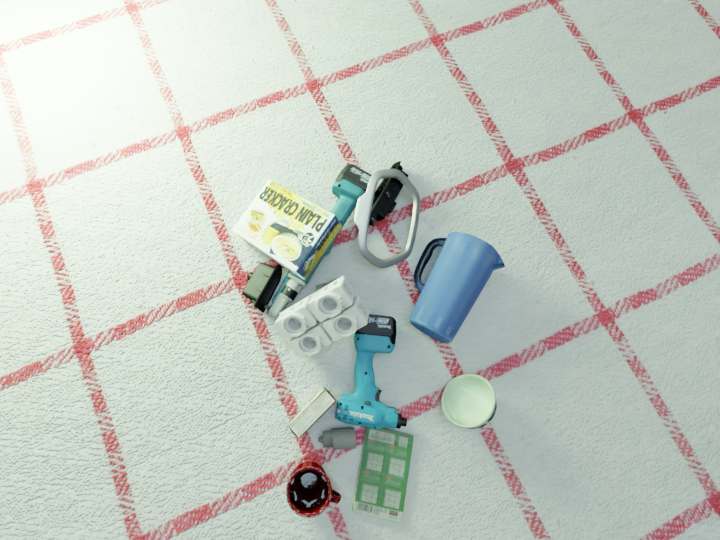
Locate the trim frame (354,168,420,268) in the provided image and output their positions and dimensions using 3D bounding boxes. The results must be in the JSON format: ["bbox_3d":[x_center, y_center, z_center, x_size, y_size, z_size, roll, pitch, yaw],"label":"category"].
[{"bbox_3d":[0.069,-0.128,1.040,0.176,0.029,0.249,12,87,-30],"label":"trim frame"}]

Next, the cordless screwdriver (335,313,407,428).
[{"bbox_3d":[0.040,0.228,0.963,0.159,0.074,0.251,10,79,0],"label":"cordless screwdriver"}]

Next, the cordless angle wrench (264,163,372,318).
[{"bbox_3d":[-0.102,-0.067,1.042,0.099,0.073,0.423,30,78,5],"label":"cordless angle wrench"}]

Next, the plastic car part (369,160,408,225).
[{"bbox_3d":[0.066,-0.192,1.083,0.066,0.067,0.203,28,75,-8],"label":"plastic car part"}]

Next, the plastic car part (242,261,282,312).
[{"bbox_3d":[-0.243,0.032,1.018,0.073,0.064,0.117,18,72,15],"label":"plastic car part"}]
